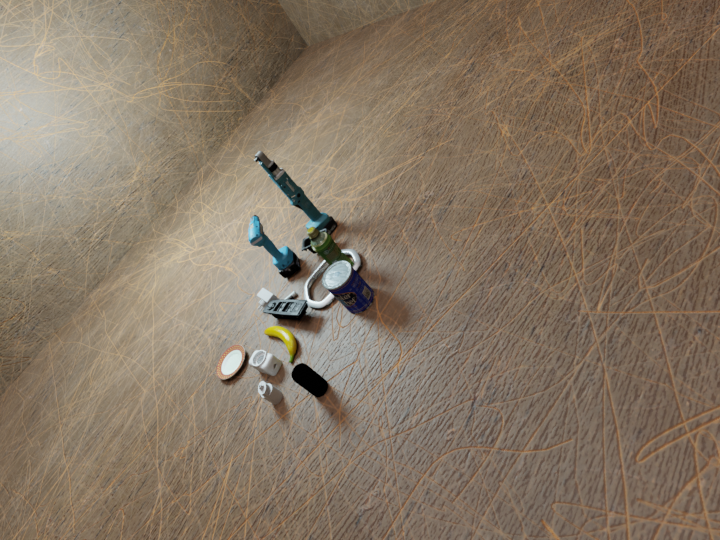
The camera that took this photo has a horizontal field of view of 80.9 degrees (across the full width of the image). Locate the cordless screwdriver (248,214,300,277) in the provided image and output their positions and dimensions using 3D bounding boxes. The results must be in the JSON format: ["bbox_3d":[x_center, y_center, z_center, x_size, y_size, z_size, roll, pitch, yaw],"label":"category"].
[{"bbox_3d":[-0.328,-0.094,1.580,0.075,0.236,0.166,-33,38,12],"label":"cordless screwdriver"}]

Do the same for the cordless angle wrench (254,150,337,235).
[{"bbox_3d":[-0.237,-0.275,1.538,0.098,0.401,0.078,-49,37,-11],"label":"cordless angle wrench"}]

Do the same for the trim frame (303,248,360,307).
[{"bbox_3d":[-0.100,0.024,1.444,0.248,0.026,0.195,-49,39,-8],"label":"trim frame"}]

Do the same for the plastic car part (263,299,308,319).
[{"bbox_3d":[-0.250,0.135,1.439,0.213,0.063,0.067,0,54,41],"label":"plastic car part"}]

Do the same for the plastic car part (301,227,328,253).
[{"bbox_3d":[-0.154,-0.101,1.573,0.119,0.067,0.068,-22,42,24],"label":"plastic car part"}]
